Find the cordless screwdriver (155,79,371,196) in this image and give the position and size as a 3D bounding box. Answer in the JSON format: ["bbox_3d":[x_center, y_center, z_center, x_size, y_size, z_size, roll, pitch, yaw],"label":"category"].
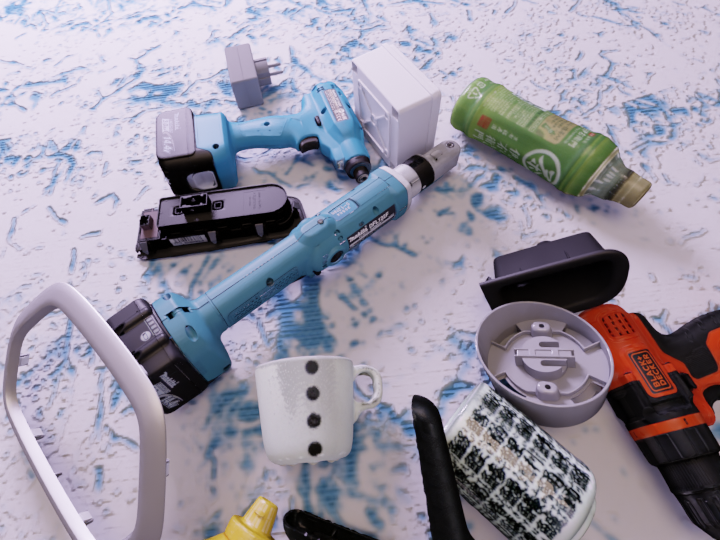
[{"bbox_3d":[-0.117,-0.148,0.523,0.246,0.072,0.166,-16,61,-9],"label":"cordless screwdriver"}]

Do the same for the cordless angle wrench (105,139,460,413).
[{"bbox_3d":[-0.043,-0.028,0.439,0.417,0.095,0.078,-37,63,-19],"label":"cordless angle wrench"}]

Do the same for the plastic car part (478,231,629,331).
[{"bbox_3d":[0.177,0.001,0.402,0.119,0.063,0.072,-22,30,20],"label":"plastic car part"}]

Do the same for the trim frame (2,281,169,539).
[{"bbox_3d":[-0.232,0.121,0.345,0.260,0.026,0.183,34,104,25],"label":"trim frame"}]

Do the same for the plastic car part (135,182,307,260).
[{"bbox_3d":[-0.163,-0.065,0.487,0.203,0.065,0.069,-5,54,-1],"label":"plastic car part"}]
